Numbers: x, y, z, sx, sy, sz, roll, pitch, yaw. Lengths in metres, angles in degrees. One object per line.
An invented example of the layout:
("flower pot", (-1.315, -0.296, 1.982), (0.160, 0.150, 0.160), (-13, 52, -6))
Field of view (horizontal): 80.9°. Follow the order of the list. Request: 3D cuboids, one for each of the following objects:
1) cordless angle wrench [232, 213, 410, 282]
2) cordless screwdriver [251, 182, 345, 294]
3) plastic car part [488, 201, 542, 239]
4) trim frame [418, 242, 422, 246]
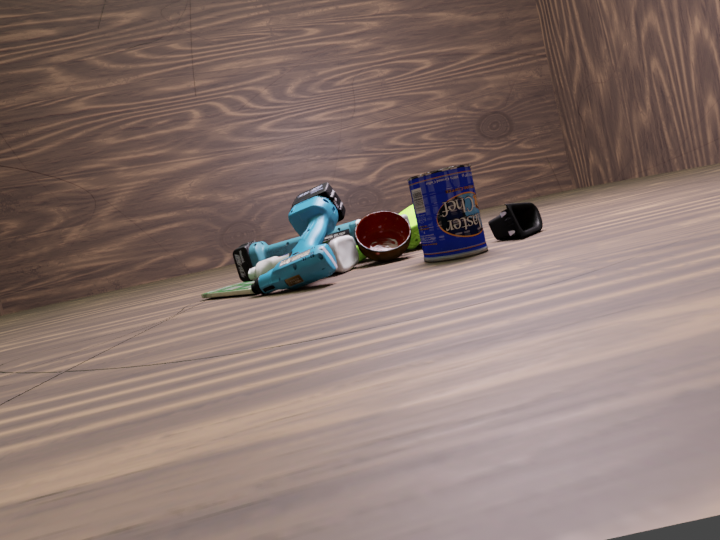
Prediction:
("cordless angle wrench", (-0.095, -0.062, 0.973), (0.434, 0.097, 0.073), (-14, 5, 21))
("cordless screwdriver", (-0.112, -0.057, 0.788), (0.163, 0.071, 0.254), (-22, 33, 21))
("plastic car part", (0.282, -0.086, 0.786), (0.112, 0.067, 0.073), (-13, -11, -47))
("trim frame", (0.189, -0.084, 1.068), (0.179, 0.027, 0.256), (-13, 4, -21))
